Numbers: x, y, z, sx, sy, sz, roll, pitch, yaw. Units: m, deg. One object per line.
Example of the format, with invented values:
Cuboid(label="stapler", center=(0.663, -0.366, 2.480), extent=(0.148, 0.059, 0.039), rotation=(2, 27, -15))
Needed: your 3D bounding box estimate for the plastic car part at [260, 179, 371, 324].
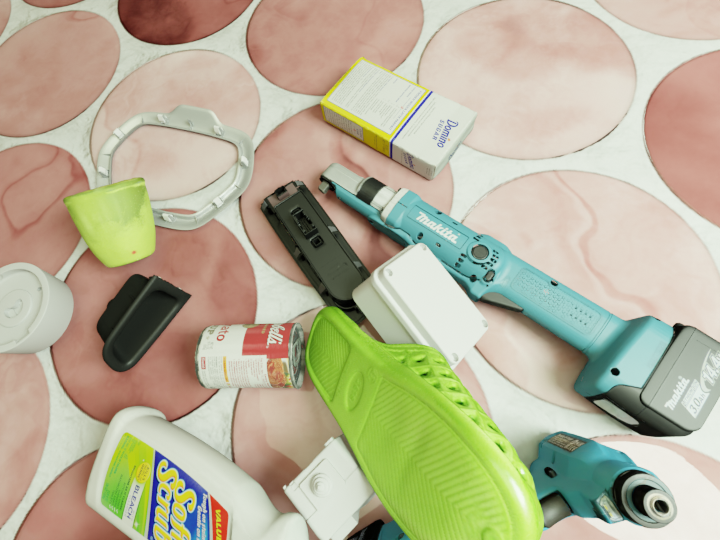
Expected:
Cuboid(label="plastic car part", center=(-0.048, -0.032, 0.493), extent=(0.066, 0.065, 0.210), rotation=(-31, 70, -12))

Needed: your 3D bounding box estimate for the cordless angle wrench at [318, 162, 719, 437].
Cuboid(label="cordless angle wrench", center=(0.123, -0.007, 0.449), extent=(0.441, 0.071, 0.098), rotation=(36, 78, 22))

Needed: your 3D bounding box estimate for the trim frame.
Cuboid(label="trim frame", center=(-0.266, -0.151, 0.593), extent=(0.256, 0.026, 0.185), rotation=(15, 72, 17))

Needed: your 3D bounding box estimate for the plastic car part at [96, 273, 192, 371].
Cuboid(label="plastic car part", center=(-0.273, 0.051, 0.505), extent=(0.075, 0.062, 0.116), rotation=(32, 81, 33))

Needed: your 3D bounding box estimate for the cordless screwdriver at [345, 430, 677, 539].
Cuboid(label="cordless screwdriver", center=(0.098, 0.208, 0.323), extent=(0.248, 0.154, 0.077), rotation=(-30, 74, -1))
